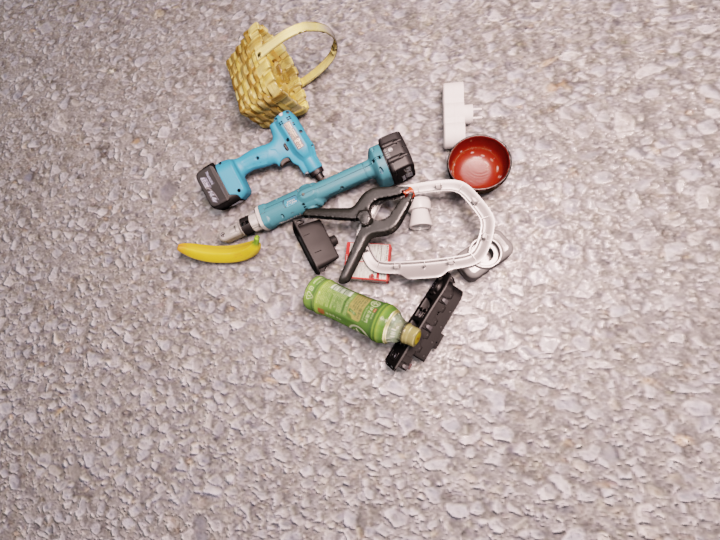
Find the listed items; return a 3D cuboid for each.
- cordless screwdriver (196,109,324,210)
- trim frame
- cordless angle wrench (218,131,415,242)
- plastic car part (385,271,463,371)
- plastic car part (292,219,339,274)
[{"bbox_3d":[-0.208,-0.207,0.897,0.249,0.074,0.158,-32,94,4],"label":"cordless screwdriver"},{"bbox_3d":[0.111,-0.075,0.771,0.256,0.026,0.187,-5,76,20],"label":"trim frame"},{"bbox_3d":[-0.102,-0.147,0.856,0.428,0.095,0.076,-22,78,10],"label":"cordless angle wrench"},{"bbox_3d":[0.122,0.095,0.756,0.067,0.066,0.203,28,85,1],"label":"plastic car part"},{"bbox_3d":[-0.083,-0.054,0.846,0.070,0.065,0.120,-28,75,-11],"label":"plastic car part"}]
